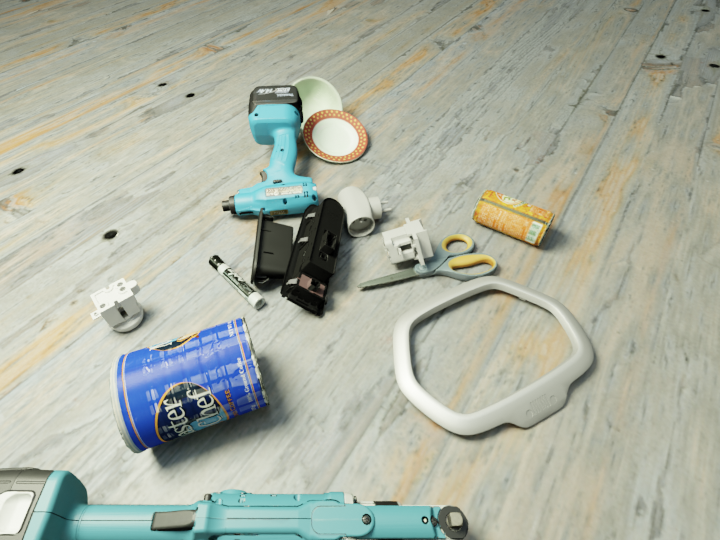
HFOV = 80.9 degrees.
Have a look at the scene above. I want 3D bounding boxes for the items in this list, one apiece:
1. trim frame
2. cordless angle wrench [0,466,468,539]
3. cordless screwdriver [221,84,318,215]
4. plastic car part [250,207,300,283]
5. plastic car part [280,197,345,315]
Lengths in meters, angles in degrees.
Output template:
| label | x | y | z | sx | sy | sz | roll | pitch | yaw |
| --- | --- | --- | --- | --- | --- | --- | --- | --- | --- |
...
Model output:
| label | x | y | z | sx | sy | sz | roll | pitch | yaw |
| --- | --- | --- | --- | --- | --- | --- | --- | --- | --- |
| trim frame | 0.155 | 0.093 | 0.512 | 0.244 | 0.026 | 0.194 | -22 | 49 | -18 |
| cordless angle wrench | -0.118 | 0.227 | 0.376 | 0.422 | 0.095 | 0.077 | 1 | 48 | -1 |
| cordless screwdriver | -0.165 | -0.207 | 0.743 | 0.159 | 0.072 | 0.256 | -8 | 66 | -3 |
| plastic car part | -0.124 | -0.026 | 0.623 | 0.069 | 0.065 | 0.121 | 4 | 50 | -14 |
| plastic car part | -0.060 | -0.039 | 0.611 | 0.064 | 0.067 | 0.208 | 23 | 41 | -16 |
